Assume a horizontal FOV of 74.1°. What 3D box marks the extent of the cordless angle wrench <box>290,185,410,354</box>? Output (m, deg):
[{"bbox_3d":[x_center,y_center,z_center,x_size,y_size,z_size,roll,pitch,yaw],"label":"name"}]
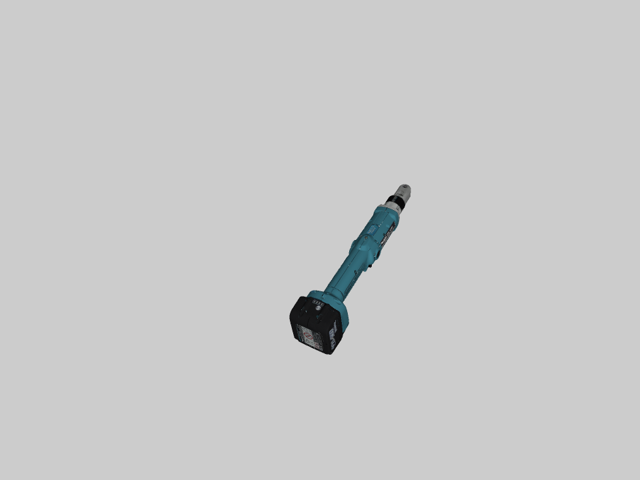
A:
[{"bbox_3d":[0.086,0.022,0.815,0.074,0.098,0.421,19,51,24],"label":"cordless angle wrench"}]
